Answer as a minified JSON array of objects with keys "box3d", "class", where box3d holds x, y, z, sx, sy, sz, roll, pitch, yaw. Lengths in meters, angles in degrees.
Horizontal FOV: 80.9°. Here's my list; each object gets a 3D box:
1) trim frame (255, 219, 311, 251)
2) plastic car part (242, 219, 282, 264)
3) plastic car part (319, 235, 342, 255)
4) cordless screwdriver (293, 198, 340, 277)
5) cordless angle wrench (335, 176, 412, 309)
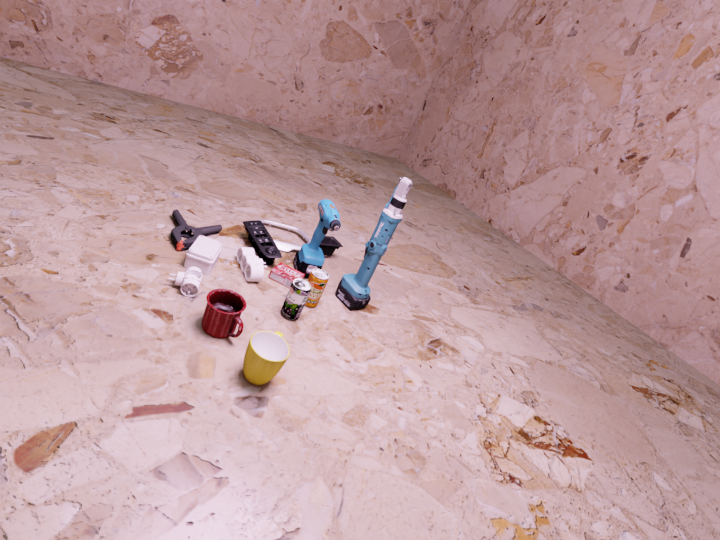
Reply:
[{"box3d":[-0.287,-0.125,1.515,0.241,0.027,0.191,14,27,-18],"class":"trim frame"},{"box3d":[-0.322,-0.087,1.367,0.063,0.066,0.214,1,33,-40],"class":"plastic car part"},{"box3d":[-0.134,-0.081,1.502,0.111,0.070,0.070,-2,35,-42],"class":"plastic car part"},{"box3d":[-0.128,-0.084,1.308,0.071,0.247,0.166,13,27,-25],"class":"cordless screwdriver"},{"box3d":[0.048,-0.075,1.232,0.071,0.420,0.103,-2,37,-45],"class":"cordless angle wrench"}]
